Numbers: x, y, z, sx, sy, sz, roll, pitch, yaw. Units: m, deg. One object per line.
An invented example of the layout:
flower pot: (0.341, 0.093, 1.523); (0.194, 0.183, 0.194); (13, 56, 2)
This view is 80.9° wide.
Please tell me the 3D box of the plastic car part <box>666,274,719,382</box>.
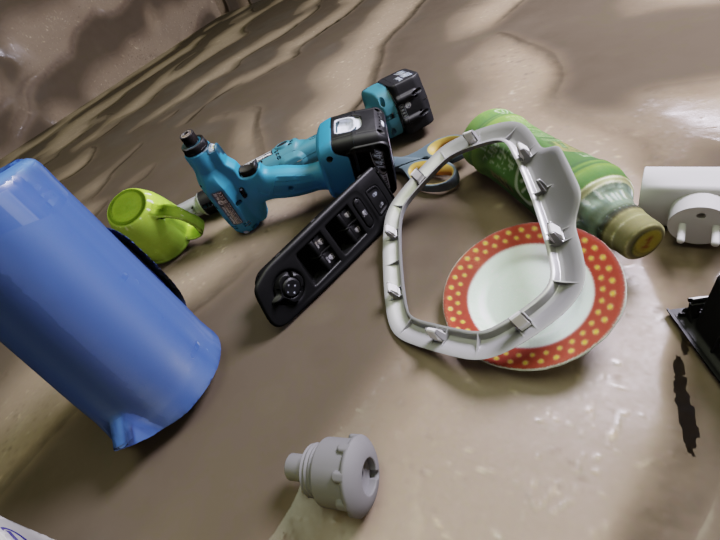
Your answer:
plastic car part: (0.236, 0.041, 0.228); (0.067, 0.068, 0.119); (-14, 38, 16)

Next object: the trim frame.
trim frame: (0.092, -0.040, 0.373); (0.189, 0.026, 0.255); (-26, 42, 32)

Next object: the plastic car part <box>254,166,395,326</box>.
plastic car part: (-0.045, -0.030, 0.463); (0.071, 0.063, 0.201); (9, 50, 48)

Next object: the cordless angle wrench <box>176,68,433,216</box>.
cordless angle wrench: (-0.105, -0.169, 0.641); (0.426, 0.071, 0.101); (-25, 30, 7)

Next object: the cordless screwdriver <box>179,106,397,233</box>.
cordless screwdriver: (-0.088, -0.136, 0.524); (0.254, 0.151, 0.076); (-12, 48, 16)
